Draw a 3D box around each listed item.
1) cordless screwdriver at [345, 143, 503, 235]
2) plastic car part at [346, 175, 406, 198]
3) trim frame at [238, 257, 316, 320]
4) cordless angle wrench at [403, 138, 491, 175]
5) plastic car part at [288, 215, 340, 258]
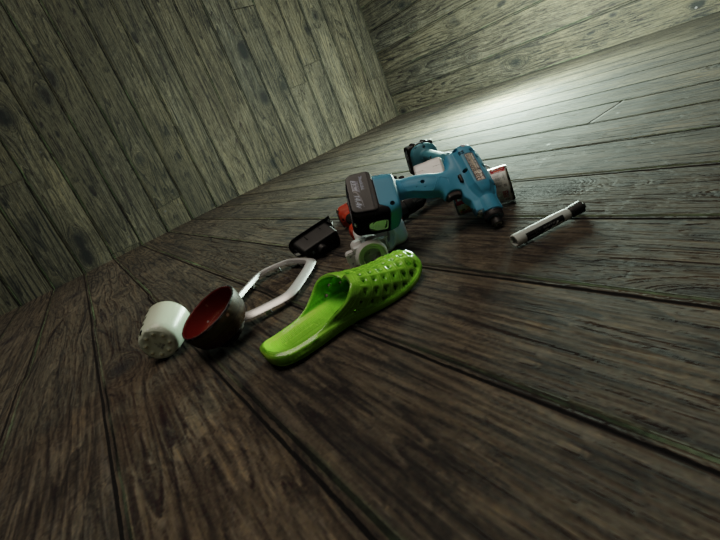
[{"bbox_3d":[0.105,-0.118,0.720,0.248,0.165,0.072,-15,-28,-1],"label":"cordless screwdriver"},{"bbox_3d":[0.044,-0.210,1.139,0.201,0.064,0.069,-30,27,-9],"label":"plastic car part"},{"bbox_3d":[-0.182,0.035,0.841,0.189,0.027,0.250,-15,24,19],"label":"trim frame"},{"bbox_3d":[0.216,-0.252,1.018,0.074,0.095,0.438,-22,24,-5],"label":"cordless angle wrench"},{"bbox_3d":[-0.091,-0.060,0.933,0.115,0.063,0.075,-35,36,-22],"label":"plastic car part"}]
